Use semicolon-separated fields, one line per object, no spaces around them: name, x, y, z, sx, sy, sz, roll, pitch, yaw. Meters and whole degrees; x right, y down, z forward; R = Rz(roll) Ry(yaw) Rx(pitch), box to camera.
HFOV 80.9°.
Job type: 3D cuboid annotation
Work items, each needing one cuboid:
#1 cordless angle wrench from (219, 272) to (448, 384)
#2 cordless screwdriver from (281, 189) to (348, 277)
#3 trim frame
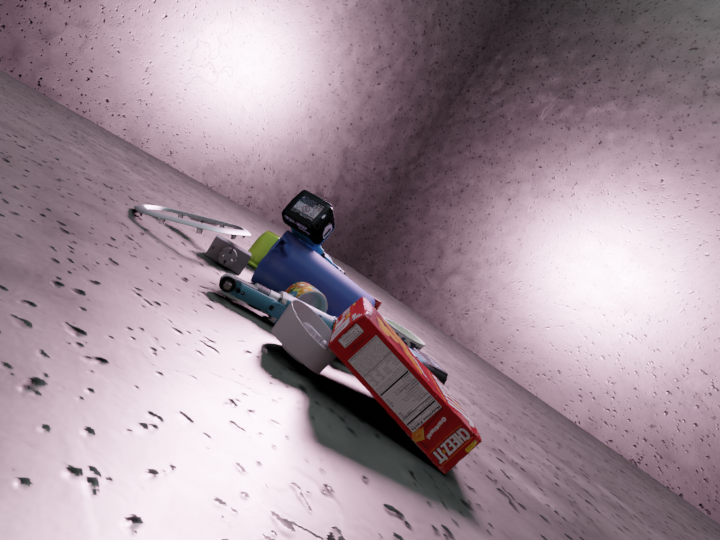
cordless angle wrench;-0.047;0.108;0.720;0.411;0.074;0.101;29;3;-14
cordless screwdriver;-0.093;-0.061;0.950;0.164;0.074;0.242;35;-23;14
trim frame;-0.352;-0.102;0.891;0.247;0.027;0.186;12;9;-4
